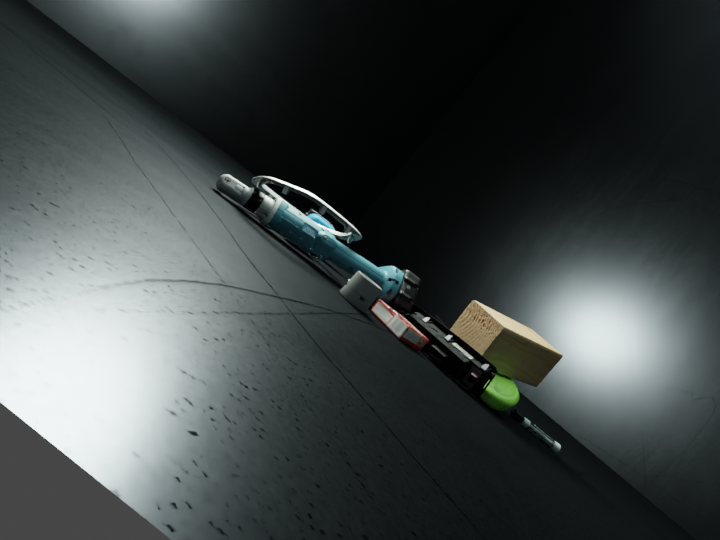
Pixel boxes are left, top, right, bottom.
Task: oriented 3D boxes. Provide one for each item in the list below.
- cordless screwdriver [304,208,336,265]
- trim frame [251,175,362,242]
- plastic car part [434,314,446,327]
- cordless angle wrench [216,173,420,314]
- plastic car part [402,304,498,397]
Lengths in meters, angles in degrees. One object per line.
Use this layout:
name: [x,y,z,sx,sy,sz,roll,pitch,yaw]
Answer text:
cordless screwdriver: [-0.097,-0.080,1.081,0.156,0.074,0.253,38,7,-11]
trim frame: [-0.100,-0.109,0.799,0.195,0.027,0.234,19,-10,43]
plastic car part: [0.153,0.141,0.969,0.070,0.066,0.118,23,9,-10]
cordless angle wrench: [-0.076,-0.050,0.776,0.409,0.075,0.101,33,-24,-18]
plastic car part: [0.141,0.141,0.778,0.064,0.066,0.215,1,31,-41]
